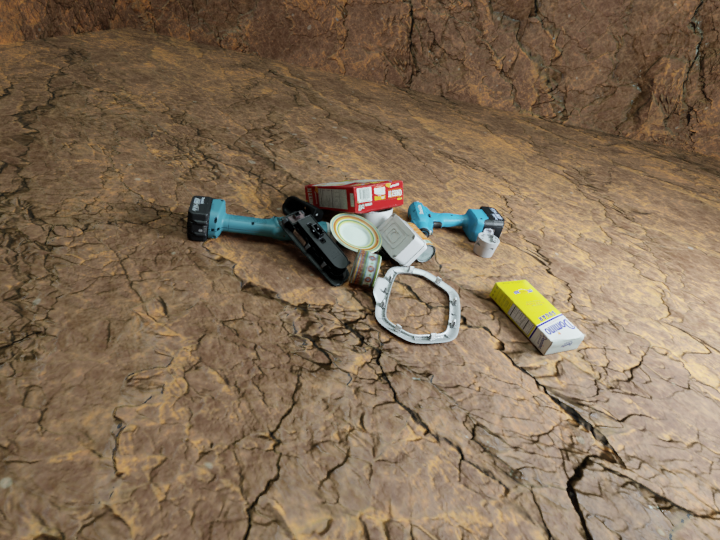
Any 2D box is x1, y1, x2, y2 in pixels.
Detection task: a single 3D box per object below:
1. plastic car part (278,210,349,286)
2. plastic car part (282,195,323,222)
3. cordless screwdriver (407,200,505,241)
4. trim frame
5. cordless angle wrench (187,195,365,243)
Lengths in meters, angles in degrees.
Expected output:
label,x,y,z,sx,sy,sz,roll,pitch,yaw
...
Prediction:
label,x,y,z,sx,sy,sz,roll,pitch,yaw
plastic car part,-0.090,-0.059,0.923,0.064,0.067,0.208,-25,71,-43
plastic car part,-0.141,-0.153,1.098,0.067,0.065,0.123,-1,30,-47
cordless screwdriver,0.259,-0.122,1.151,0.248,0.072,0.163,5,35,-2
trim frame,0.118,0.063,0.884,0.187,0.027,0.250,15,36,8
cordless angle wrench,-0.185,-0.100,0.996,0.415,0.073,0.102,6,35,-11
